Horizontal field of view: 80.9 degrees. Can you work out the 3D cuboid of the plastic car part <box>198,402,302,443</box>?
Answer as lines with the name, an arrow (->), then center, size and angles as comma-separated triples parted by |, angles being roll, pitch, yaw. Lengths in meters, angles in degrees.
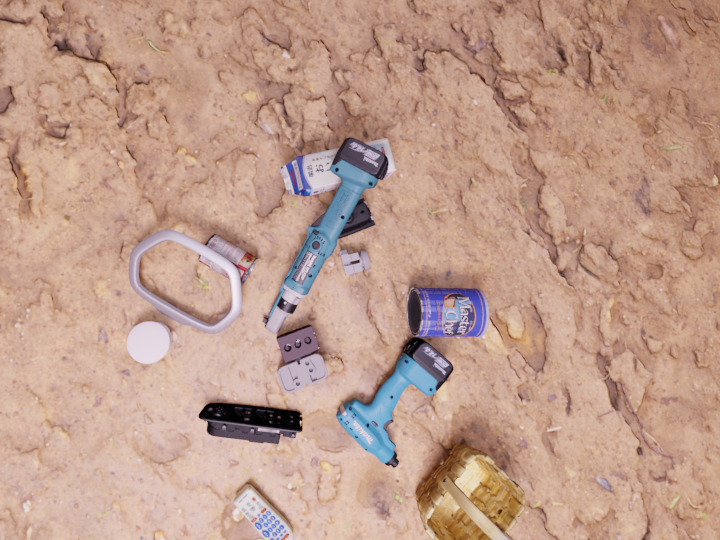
plastic car part -> -0.220, 0.306, 0.843 | 0.201, 0.068, 0.066 | 13, 109, -6

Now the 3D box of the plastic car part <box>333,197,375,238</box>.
plastic car part -> -0.025, -0.110, 0.901 | 0.115, 0.071, 0.066 | -24, 89, -12

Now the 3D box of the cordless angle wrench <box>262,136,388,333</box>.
cordless angle wrench -> -0.083, -0.054, 0.845 | 0.100, 0.073, 0.422 | 31, 99, 10

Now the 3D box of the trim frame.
trim frame -> -0.347, 0.025, 0.840 | 0.248, 0.028, 0.184 | 29, 105, -1

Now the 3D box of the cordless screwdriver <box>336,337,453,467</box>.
cordless screwdriver -> 0.088, 0.269, 0.870 | 0.248, 0.074, 0.159 | -44, 91, -5
